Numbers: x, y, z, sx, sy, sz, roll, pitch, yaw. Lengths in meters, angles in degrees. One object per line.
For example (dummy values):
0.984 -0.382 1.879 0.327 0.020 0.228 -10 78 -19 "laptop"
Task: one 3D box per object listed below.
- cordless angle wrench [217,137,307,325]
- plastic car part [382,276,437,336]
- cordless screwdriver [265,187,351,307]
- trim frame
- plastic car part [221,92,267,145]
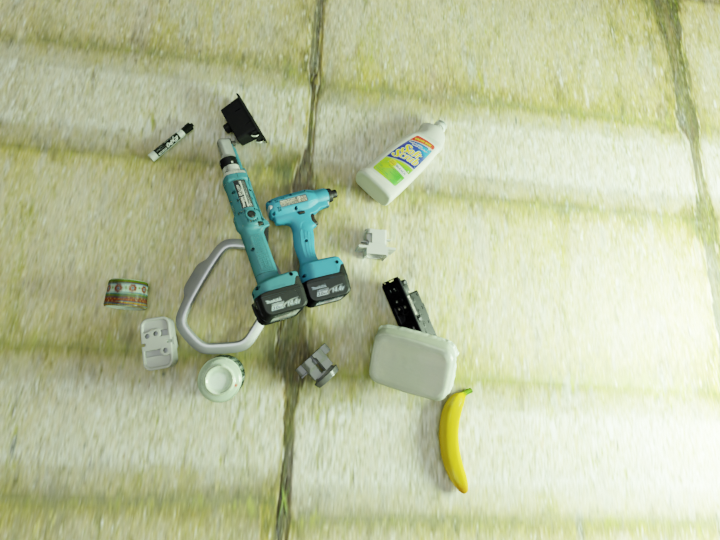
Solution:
-0.227 -0.102 0.870 0.095 0.074 0.435 -14 69 -27 "cordless angle wrench"
0.115 0.110 0.883 0.064 0.068 0.207 -10 75 -38 "plastic car part"
-0.087 -0.057 0.890 0.156 0.074 0.254 -18 76 -17 "cordless screwdriver"
-0.267 0.051 0.865 0.184 0.027 0.249 26 76 -1 "trim frame"
-0.270 -0.327 0.945 0.071 0.065 0.119 -34 80 0 "plastic car part"
